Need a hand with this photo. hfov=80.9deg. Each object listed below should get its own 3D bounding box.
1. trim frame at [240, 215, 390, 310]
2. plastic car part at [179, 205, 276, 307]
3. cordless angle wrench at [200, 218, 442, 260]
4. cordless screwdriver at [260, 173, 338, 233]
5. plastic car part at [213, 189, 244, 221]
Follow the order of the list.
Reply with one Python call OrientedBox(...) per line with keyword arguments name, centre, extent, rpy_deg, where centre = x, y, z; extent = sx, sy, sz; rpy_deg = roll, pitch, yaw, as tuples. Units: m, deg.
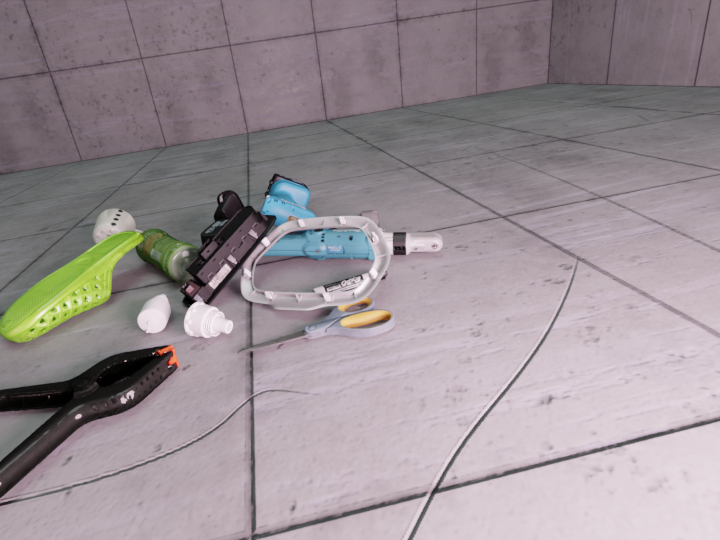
OrientedBox(name="trim frame", centre=(-0.076, -0.016, 0.646), extent=(0.258, 0.026, 0.187), rpy_deg=(0, 54, 23))
OrientedBox(name="plastic car part", centre=(-0.221, -0.032, 0.687), extent=(0.070, 0.064, 0.202), rpy_deg=(12, 56, 49))
OrientedBox(name="cordless angle wrench", centre=(-0.074, -0.048, 0.754), extent=(0.433, 0.072, 0.098), rpy_deg=(1, 27, 13))
OrientedBox(name="cordless screwdriver", centre=(-0.137, -0.137, 0.924), extent=(0.155, 0.074, 0.257), rpy_deg=(18, 17, -16))
OrientedBox(name="plastic car part", centre=(-0.276, -0.103, 0.892), extent=(0.068, 0.111, 0.072), rpy_deg=(0, 49, 16))
